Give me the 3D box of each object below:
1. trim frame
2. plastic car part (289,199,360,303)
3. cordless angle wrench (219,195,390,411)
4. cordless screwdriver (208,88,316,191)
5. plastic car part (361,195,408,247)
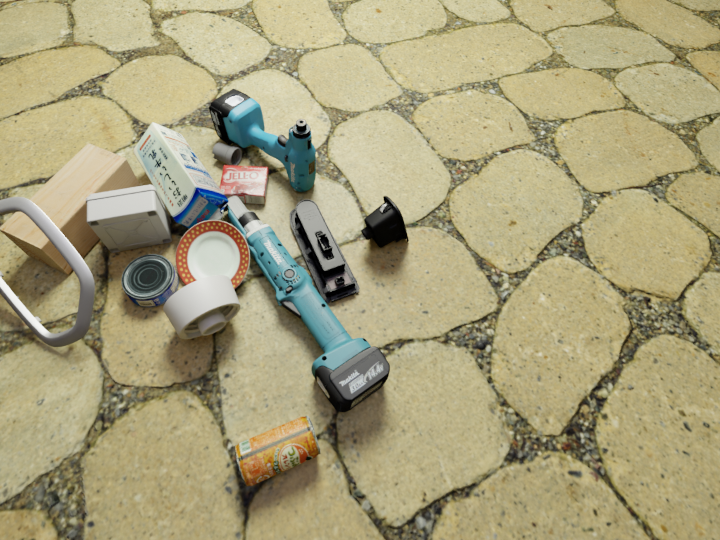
[{"bbox_3d":[-0.492,0.003,0.637,0.186,0.027,0.249,-42,89,19],"label":"trim frame"},{"bbox_3d":[-0.072,-0.047,0.740,0.066,0.065,0.212,-23,61,-8],"label":"plastic car part"},{"bbox_3d":[-0.116,0.020,0.693,0.096,0.072,0.442,-30,63,-19],"label":"cordless angle wrench"},{"bbox_3d":[-0.183,-0.269,0.809,0.258,0.155,0.073,38,63,19],"label":"cordless screwdriver"},{"bbox_3d":[0.036,-0.078,0.740,0.071,0.112,0.069,-36,68,3],"label":"plastic car part"}]
